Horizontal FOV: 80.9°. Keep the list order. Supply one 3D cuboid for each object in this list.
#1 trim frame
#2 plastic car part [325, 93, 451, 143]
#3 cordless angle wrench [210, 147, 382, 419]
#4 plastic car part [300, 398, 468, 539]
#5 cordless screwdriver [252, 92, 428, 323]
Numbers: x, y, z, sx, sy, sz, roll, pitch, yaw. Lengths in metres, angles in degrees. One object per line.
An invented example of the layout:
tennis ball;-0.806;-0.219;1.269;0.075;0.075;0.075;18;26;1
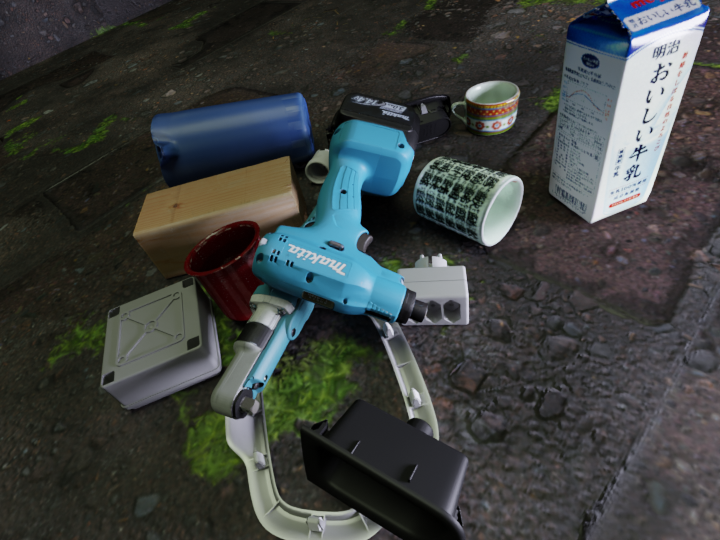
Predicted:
trim frame;-0.037;0.111;0.395;0.184;0.026;0.260;-20;46;1
plastic car part;0.052;-0.217;0.654;0.203;0.063;0.070;-20;54;-1
cordless angle wrench;-0.047;-0.031;0.485;0.102;0.071;0.425;6;47;22
plastic car part;0.023;0.136;0.304;0.122;0.064;0.070;15;39;25
cordless screwdriver;0.011;-0.069;0.435;0.161;0.073;0.251;18;58;5
